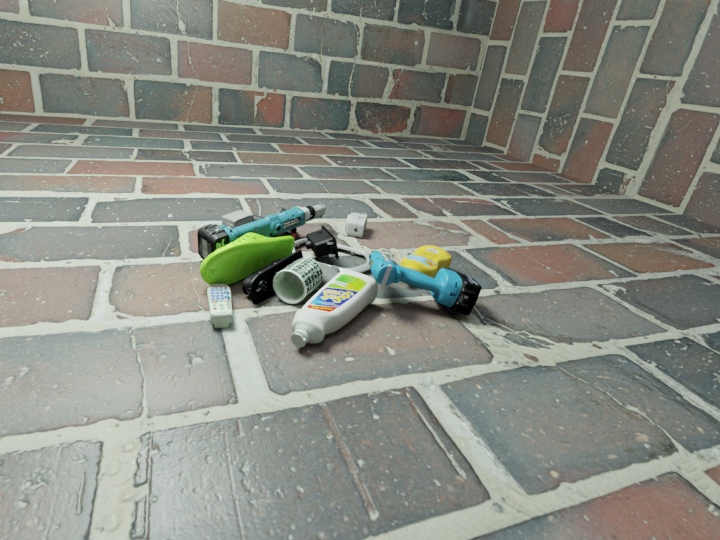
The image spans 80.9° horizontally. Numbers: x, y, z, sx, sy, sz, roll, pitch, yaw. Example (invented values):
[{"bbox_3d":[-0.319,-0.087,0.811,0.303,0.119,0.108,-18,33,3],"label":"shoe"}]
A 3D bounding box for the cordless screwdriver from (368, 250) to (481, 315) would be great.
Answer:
[{"bbox_3d":[0.138,0.015,0.981,0.245,0.074,0.163,17,15,-8],"label":"cordless screwdriver"}]

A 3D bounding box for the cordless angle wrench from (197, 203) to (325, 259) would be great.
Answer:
[{"bbox_3d":[-0.243,-0.122,1.162,0.078,0.096,0.410,28,37,30],"label":"cordless angle wrench"}]

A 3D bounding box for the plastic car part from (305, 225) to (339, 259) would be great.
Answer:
[{"bbox_3d":[-0.111,-0.072,1.131,0.069,0.064,0.123,-18,30,-18],"label":"plastic car part"}]

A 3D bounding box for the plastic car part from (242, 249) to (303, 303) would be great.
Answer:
[{"bbox_3d":[-0.204,0.011,0.978,0.070,0.065,0.200,7,24,22],"label":"plastic car part"}]

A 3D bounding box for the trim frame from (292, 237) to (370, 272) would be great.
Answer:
[{"bbox_3d":[-0.083,-0.040,1.151,0.255,0.027,0.183,11,28,13],"label":"trim frame"}]
